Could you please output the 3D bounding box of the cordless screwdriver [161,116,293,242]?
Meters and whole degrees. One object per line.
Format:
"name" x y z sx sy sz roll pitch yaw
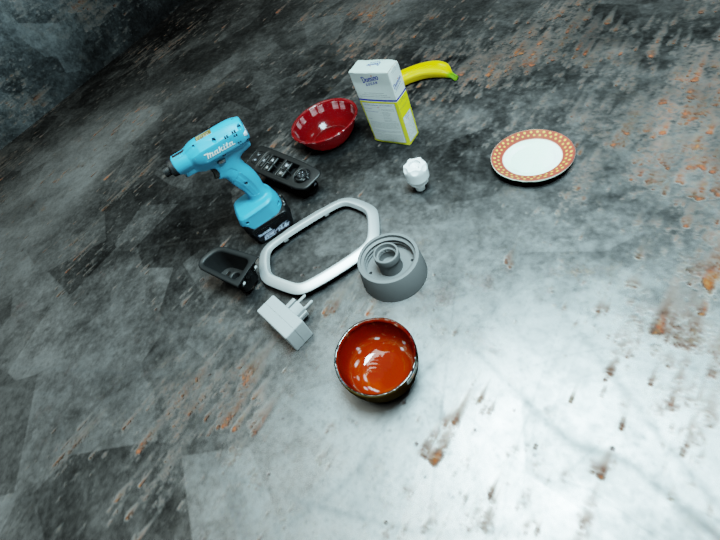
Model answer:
"cordless screwdriver" -0.239 -0.151 0.793 0.159 0.236 0.078 -29 48 0

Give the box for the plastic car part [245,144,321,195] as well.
"plastic car part" -0.165 -0.210 0.921 0.215 0.063 0.066 26 68 37

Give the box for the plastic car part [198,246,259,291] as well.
"plastic car part" -0.236 0.003 0.786 0.123 0.067 0.066 16 62 33

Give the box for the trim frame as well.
"trim frame" -0.076 -0.050 0.782 0.248 0.026 0.194 -35 48 -4
